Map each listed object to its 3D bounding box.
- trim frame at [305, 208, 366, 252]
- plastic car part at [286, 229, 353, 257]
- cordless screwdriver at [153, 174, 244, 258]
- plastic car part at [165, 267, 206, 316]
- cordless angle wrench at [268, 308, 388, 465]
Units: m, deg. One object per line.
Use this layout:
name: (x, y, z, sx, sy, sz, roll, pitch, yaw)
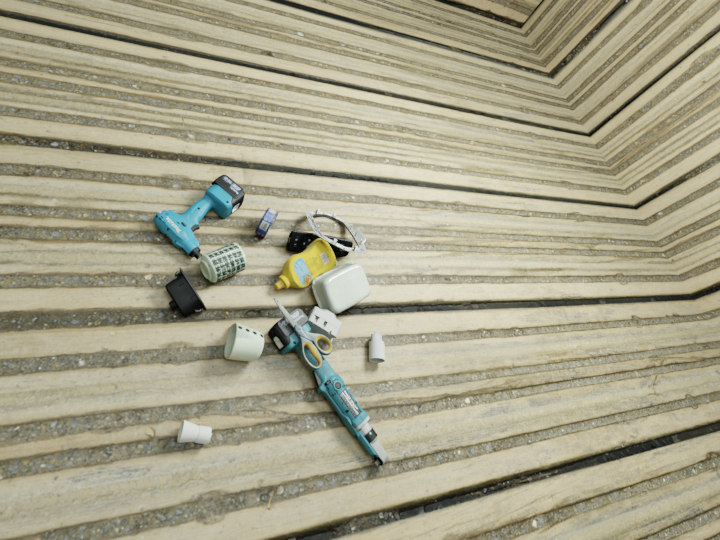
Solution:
trim frame: (-0.072, -0.124, 1.276, 0.176, 0.027, 0.261, 14, 24, -27)
plastic car part: (-0.124, -0.081, 1.271, 0.197, 0.066, 0.070, 9, 15, -18)
cordless screwdriver: (-0.421, -0.148, 1.168, 0.161, 0.074, 0.246, 43, 56, 4)
plastic car part: (-0.438, 0.063, 1.037, 0.070, 0.066, 0.119, -30, 79, -21)
cordless angle wrench: (-0.070, 0.292, 1.054, 0.095, 0.075, 0.430, -31, 79, -37)
